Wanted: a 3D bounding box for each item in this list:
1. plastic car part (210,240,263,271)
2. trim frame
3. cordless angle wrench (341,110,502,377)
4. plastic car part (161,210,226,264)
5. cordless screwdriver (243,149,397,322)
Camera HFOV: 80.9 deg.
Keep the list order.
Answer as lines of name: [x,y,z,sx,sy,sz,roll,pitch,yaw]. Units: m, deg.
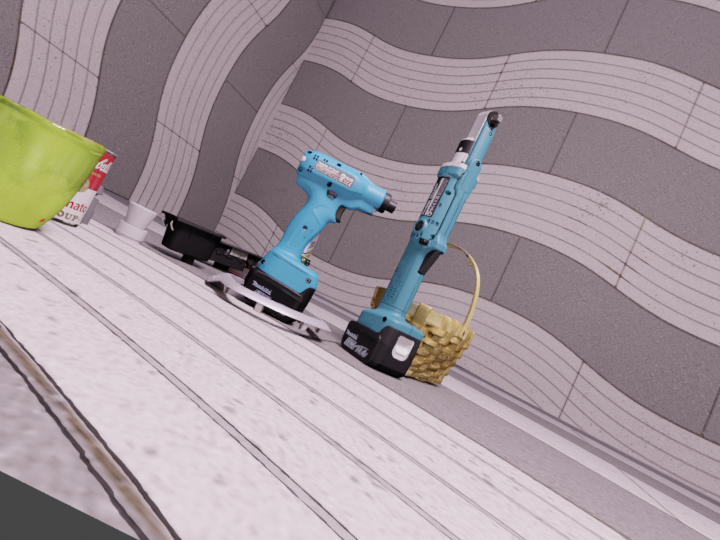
plastic car part: [-0.306,-0.040,0.907,0.192,0.067,0.070,30,-5,-39]
trim frame: [-0.139,0.045,0.626,0.178,0.027,0.256,28,-4,-19]
cordless angle wrench: [0.106,-0.054,0.636,0.071,0.423,0.103,29,-5,-31]
plastic car part: [-0.291,-0.048,0.727,0.070,0.071,0.110,22,-6,43]
cordless screwdriver: [-0.062,-0.040,0.630,0.159,0.249,0.074,26,-5,-2]
